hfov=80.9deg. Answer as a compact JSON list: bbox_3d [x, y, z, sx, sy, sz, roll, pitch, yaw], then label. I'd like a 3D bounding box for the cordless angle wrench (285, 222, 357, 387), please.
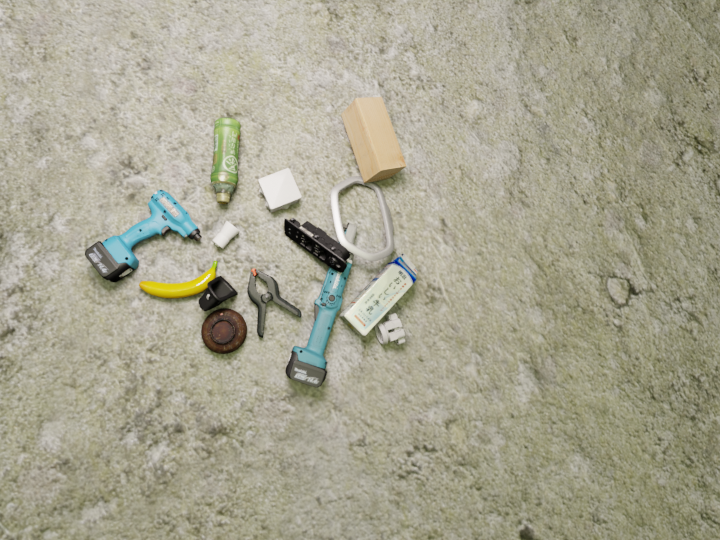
[{"bbox_3d":[-0.080,0.074,1.077,0.097,0.074,0.426,19,76,-5],"label":"cordless angle wrench"}]

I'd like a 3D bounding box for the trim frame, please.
[{"bbox_3d":[0.009,-0.140,1.122,0.178,0.028,0.255,-3,68,-23],"label":"trim frame"}]

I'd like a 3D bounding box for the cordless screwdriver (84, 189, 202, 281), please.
[{"bbox_3d":[-0.528,-0.068,1.042,0.160,0.075,0.247,45,73,1],"label":"cordless screwdriver"}]

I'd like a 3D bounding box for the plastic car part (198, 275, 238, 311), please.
[{"bbox_3d":[-0.357,0.065,1.026,0.066,0.116,0.071,44,100,-3],"label":"plastic car part"}]

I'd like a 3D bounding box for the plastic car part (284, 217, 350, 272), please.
[{"bbox_3d":[-0.105,-0.069,1.075,0.211,0.065,0.066,39,52,21],"label":"plastic car part"}]
